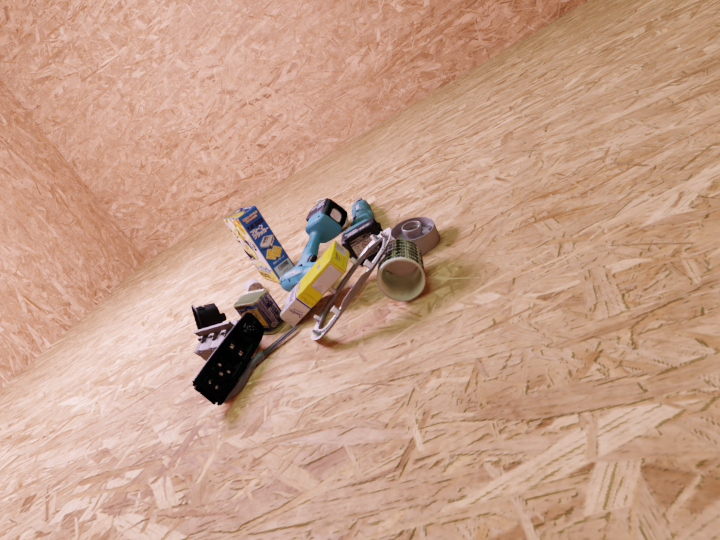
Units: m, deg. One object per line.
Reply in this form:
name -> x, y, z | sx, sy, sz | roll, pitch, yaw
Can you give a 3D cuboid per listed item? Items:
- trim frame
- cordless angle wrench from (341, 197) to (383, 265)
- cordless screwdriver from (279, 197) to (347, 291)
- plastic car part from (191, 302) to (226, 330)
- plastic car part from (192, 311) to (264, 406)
trim frame -> -0.021, 0.022, 0.773 | 0.248, 0.027, 0.187 | -53, 11, 2
cordless angle wrench -> 0.005, -0.134, 1.120 | 0.099, 0.072, 0.431 | -30, 20, 10
cordless screwdriver -> -0.101, -0.066, 1.028 | 0.164, 0.071, 0.251 | -22, 39, 49
plastic car part -> -0.356, 0.129, 1.016 | 0.068, 0.115, 0.069 | -16, 8, -33
plastic car part -> -0.248, 0.166, 0.808 | 0.067, 0.066, 0.204 | -49, 10, 40
